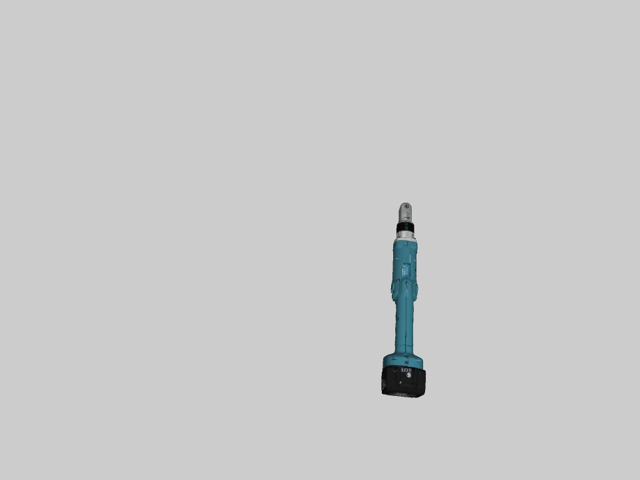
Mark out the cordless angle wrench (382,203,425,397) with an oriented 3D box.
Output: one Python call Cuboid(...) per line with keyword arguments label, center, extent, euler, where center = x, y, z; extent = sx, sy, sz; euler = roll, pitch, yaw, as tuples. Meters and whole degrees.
Cuboid(label="cordless angle wrench", center=(0.177, 0.106, 0.899), extent=(0.074, 0.421, 0.098), euler=(5, -25, 3))
